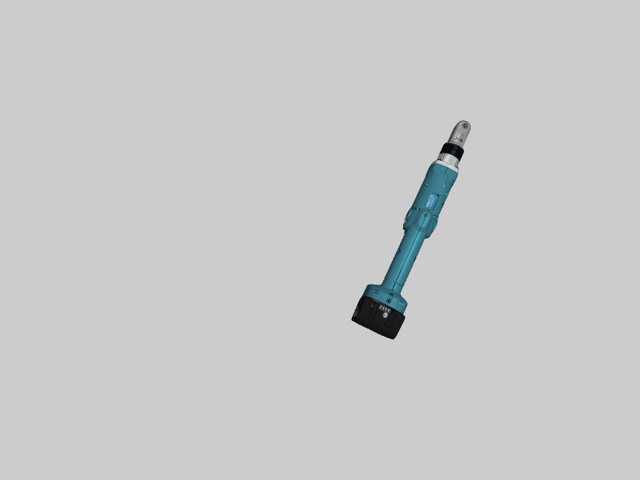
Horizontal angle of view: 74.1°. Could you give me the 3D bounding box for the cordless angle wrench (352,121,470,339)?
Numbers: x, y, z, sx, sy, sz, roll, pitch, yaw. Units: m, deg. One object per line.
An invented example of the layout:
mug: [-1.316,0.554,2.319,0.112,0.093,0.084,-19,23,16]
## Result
cordless angle wrench: [0.179,-0.032,0.762,0.074,0.422,0.098,26,-9,3]
